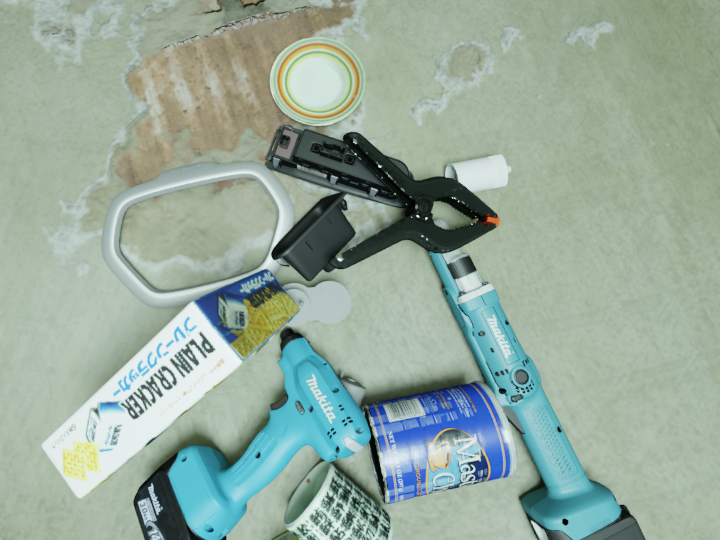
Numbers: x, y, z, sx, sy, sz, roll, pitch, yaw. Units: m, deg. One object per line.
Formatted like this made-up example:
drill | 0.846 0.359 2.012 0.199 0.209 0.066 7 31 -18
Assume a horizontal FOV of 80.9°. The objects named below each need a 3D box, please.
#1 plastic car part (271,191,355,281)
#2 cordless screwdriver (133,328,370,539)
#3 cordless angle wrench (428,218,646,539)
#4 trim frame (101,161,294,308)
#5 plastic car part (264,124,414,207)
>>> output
plastic car part | -0.051 -0.034 0.527 0.069 0.068 0.116 46 69 -20
cordless screwdriver | -0.128 0.188 0.473 0.248 0.071 0.168 -37 55 -4
cordless angle wrench | 0.180 0.128 0.511 0.097 0.074 0.430 -23 80 -8
trim frame | -0.207 -0.053 0.545 0.247 0.027 0.186 -15 82 -3
plastic car part | -0.020 -0.142 0.552 0.202 0.067 0.067 20 74 -2
